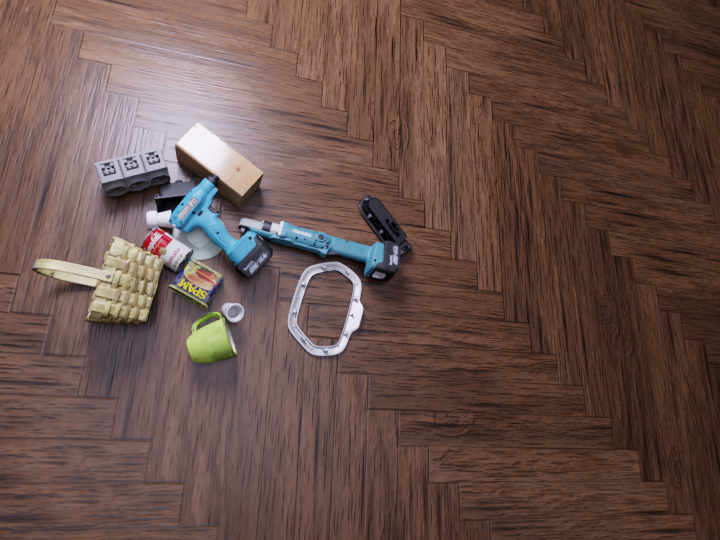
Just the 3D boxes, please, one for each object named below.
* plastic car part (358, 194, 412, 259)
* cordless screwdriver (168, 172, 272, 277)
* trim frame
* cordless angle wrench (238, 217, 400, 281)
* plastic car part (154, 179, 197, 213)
[{"bbox_3d":[0.070,-0.126,1.176,0.066,0.067,0.205,-37,85,-15],"label":"plastic car part"},{"bbox_3d":[-0.317,-0.106,1.020,0.245,0.075,0.159,38,86,-7],"label":"cordless screwdriver"},{"bbox_3d":[-0.085,0.094,1.091,0.181,0.028,0.251,20,69,-10],"label":"trim frame"},{"bbox_3d":[-0.108,-0.071,1.104,0.418,0.074,0.100,15,57,-7],"label":"cordless angle wrench"},{"bbox_3d":[-0.456,-0.193,1.057,0.113,0.065,0.073,-16,68,-23],"label":"plastic car part"}]
